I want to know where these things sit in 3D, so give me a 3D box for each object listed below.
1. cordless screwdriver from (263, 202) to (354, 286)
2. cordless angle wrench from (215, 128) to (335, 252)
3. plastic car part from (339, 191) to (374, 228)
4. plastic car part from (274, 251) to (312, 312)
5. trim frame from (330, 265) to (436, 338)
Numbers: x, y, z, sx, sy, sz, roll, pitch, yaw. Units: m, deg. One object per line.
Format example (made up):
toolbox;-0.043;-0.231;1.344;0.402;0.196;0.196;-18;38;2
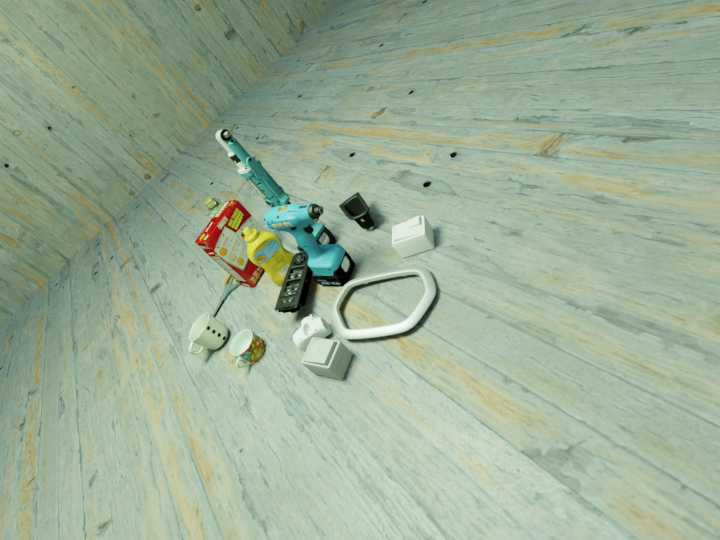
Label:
cordless screwdriver;-0.096;-0.063;0.978;0.166;0.236;0.075;-4;49;40
cordless angle wrench;-0.216;-0.188;1.070;0.103;0.401;0.074;7;56;46
plastic car part;0.000;-0.146;1.117;0.066;0.067;0.122;-37;37;5
plastic car part;-0.156;0.032;1.079;0.068;0.063;0.208;-20;42;25
trim frame;0.043;0.065;0.906;0.257;0.026;0.188;-15;44;30
